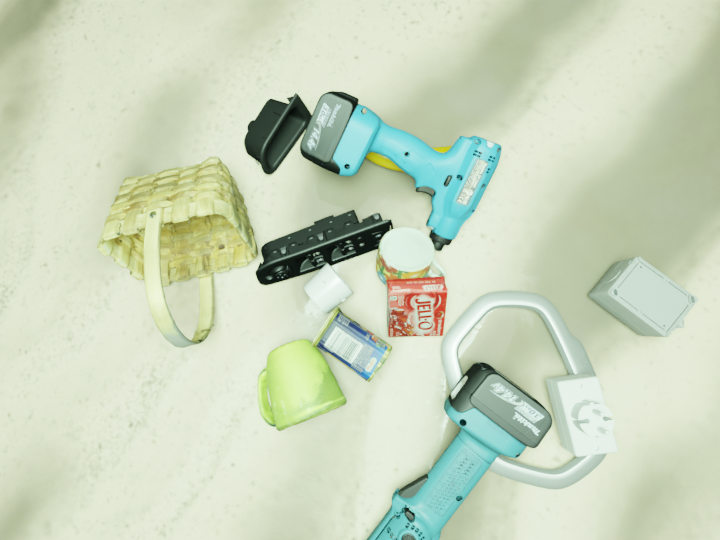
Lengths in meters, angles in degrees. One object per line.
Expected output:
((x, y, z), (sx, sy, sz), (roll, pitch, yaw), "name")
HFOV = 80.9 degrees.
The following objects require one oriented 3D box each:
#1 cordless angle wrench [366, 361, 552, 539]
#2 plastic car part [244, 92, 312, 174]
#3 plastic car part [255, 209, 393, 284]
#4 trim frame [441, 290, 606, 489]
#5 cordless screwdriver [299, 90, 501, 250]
((0.057, 0.305, 0.503), (0.101, 0.072, 0.423), (37, 93, 12), "cordless angle wrench")
((-0.137, -0.213, 0.641), (0.074, 0.063, 0.116), (35, 88, 24), "plastic car part")
((-0.058, -0.038, 0.593), (0.203, 0.064, 0.069), (-24, 70, 1), "plastic car part")
((0.211, 0.148, 0.545), (0.185, 0.027, 0.254), (-19, 76, 4), "trim frame")
((0.041, -0.134, 0.569), (0.249, 0.075, 0.158), (21, 110, 0), "cordless screwdriver")
